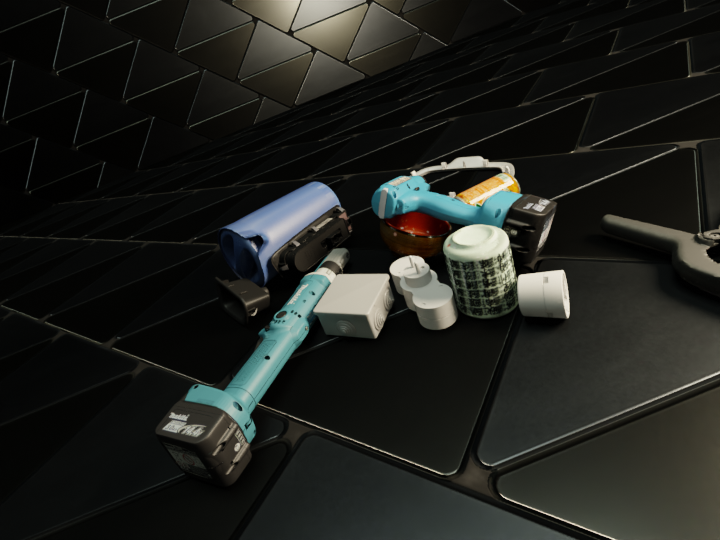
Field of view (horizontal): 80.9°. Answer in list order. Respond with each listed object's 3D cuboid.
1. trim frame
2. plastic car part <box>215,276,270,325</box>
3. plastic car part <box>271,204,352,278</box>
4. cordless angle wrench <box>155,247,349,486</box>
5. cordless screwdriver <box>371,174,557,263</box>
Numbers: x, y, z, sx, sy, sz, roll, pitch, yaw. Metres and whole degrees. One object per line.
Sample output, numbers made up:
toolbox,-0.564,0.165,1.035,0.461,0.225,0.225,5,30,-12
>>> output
trim frame,0.193,-0.193,0.894,0.261,0.026,0.182,7,40,42
plastic car part,-0.198,0.048,0.741,0.069,0.064,0.123,-24,29,-36
plastic car part,-0.077,-0.050,0.788,0.071,0.064,0.199,13,41,43
cordless angle wrench,-0.107,0.086,0.609,0.102,0.071,0.421,-5,32,30
cordless screwdriver,0.158,-0.099,0.655,0.261,0.073,0.155,19,31,27
